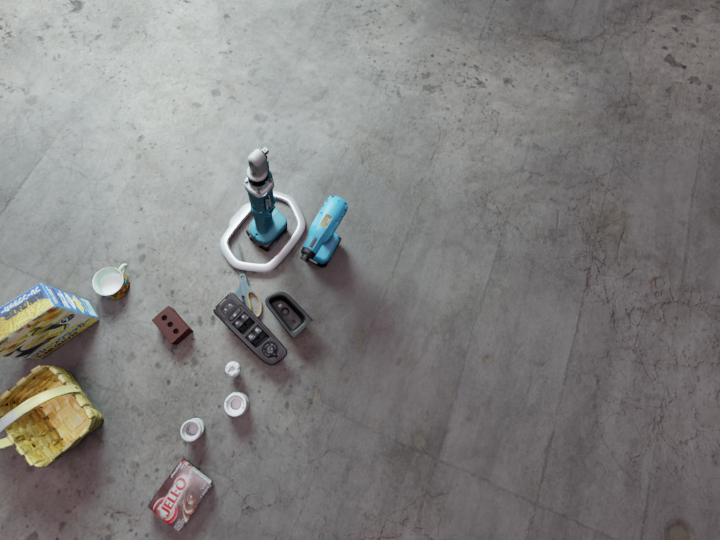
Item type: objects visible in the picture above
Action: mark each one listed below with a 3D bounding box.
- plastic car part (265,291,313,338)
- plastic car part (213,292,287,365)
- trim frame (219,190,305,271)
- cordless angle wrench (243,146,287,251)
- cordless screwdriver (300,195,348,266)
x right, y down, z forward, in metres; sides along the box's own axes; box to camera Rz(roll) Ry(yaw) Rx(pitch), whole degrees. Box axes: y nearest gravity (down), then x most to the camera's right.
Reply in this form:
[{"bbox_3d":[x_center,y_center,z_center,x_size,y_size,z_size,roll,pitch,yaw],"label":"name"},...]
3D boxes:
[{"bbox_3d":[-0.181,0.105,1.042,0.065,0.070,0.119,-41,81,-15],"label":"plastic car part"},{"bbox_3d":[-0.264,0.148,1.026,0.206,0.066,0.066,43,74,8],"label":"plastic car part"},{"bbox_3d":[-0.259,-0.106,1.124,0.187,0.027,0.248,34,74,6],"label":"trim frame"},{"bbox_3d":[-0.216,-0.149,0.936,0.075,0.420,0.097,41,74,2],"label":"cordless angle wrench"},{"bbox_3d":[-0.099,-0.064,1.008,0.075,0.247,0.159,30,73,-1],"label":"cordless screwdriver"}]
